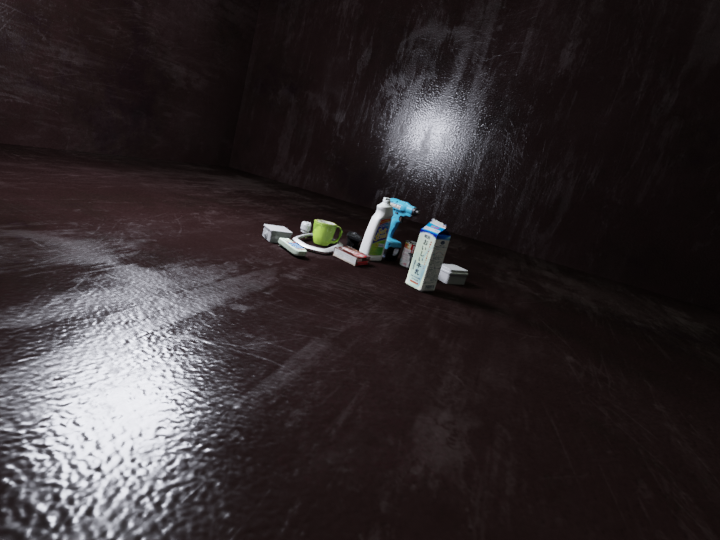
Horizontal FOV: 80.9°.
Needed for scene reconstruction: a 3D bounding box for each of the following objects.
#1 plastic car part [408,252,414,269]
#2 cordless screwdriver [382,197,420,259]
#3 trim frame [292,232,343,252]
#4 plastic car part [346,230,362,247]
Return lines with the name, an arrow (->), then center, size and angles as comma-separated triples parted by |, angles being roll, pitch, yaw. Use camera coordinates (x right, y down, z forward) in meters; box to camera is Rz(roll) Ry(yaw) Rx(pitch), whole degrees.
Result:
plastic car part -> 0.209, -0.021, 1.612 | 0.067, 0.070, 0.116 | 15, 14, 3
cordless screwdriver -> 0.149, -0.161, 1.730 | 0.071, 0.247, 0.169 | 2, 18, -45
trim frame -> -0.164, -0.107, 1.672 | 0.190, 0.027, 0.243 | 18, 15, 15
plastic car part -> -0.029, -0.129, 1.802 | 0.066, 0.066, 0.204 | 14, 14, -1
